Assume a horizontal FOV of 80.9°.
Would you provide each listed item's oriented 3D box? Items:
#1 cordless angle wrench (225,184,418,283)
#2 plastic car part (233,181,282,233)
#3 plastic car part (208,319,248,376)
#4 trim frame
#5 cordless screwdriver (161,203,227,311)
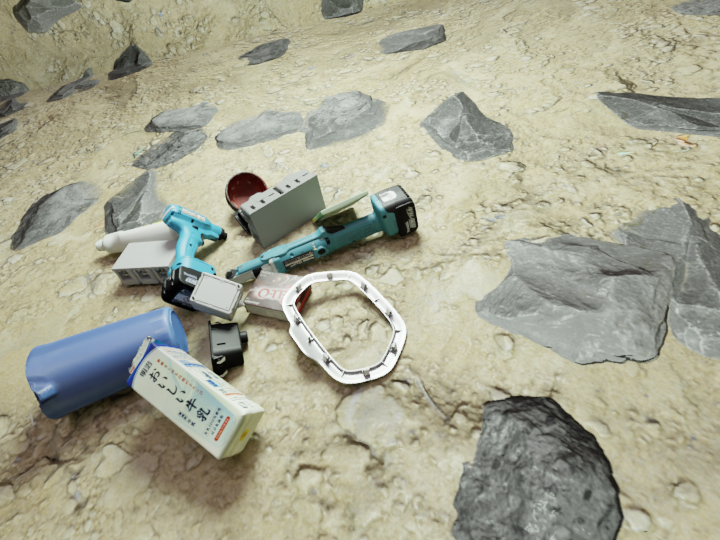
[{"bbox_3d":[-0.089,-0.058,0.906,0.423,0.093,0.078,-22,43,0],"label":"cordless angle wrench"},{"bbox_3d":[-0.220,-0.178,1.065,0.067,0.067,0.200,47,61,6],"label":"plastic car part"},{"bbox_3d":[-0.241,0.133,0.776,0.070,0.064,0.122,-7,38,-14],"label":"plastic car part"},{"bbox_3d":[-0.033,0.087,0.752,0.181,0.026,0.262,-29,54,-19],"label":"trim frame"},{"bbox_3d":[-0.360,-0.030,0.940,0.075,0.150,0.260,-41,47,26],"label":"cordless screwdriver"}]
